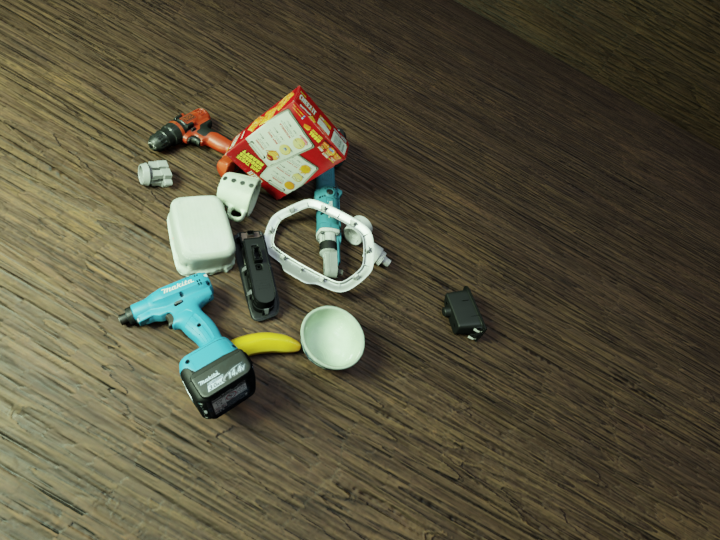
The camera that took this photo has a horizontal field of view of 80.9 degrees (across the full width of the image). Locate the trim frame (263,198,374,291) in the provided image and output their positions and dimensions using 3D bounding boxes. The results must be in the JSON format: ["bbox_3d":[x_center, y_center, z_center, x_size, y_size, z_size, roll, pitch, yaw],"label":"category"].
[{"bbox_3d":[-0.087,-0.057,0.892,0.255,0.027,0.184,29,71,14],"label":"trim frame"}]

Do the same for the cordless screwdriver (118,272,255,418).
[{"bbox_3d":[-0.279,0.116,0.675,0.155,0.072,0.262,-25,51,-24],"label":"cordless screwdriver"}]

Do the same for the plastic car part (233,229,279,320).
[{"bbox_3d":[-0.200,-0.002,0.831,0.064,0.067,0.210,-3,61,-27],"label":"plastic car part"}]

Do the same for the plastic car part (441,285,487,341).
[{"bbox_3d":[0.220,0.095,0.938,0.070,0.064,0.121,-7,55,-12],"label":"plastic car part"}]

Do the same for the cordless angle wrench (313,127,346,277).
[{"bbox_3d":[-0.077,-0.171,1.001,0.096,0.074,0.436,5,57,-14],"label":"cordless angle wrench"}]
